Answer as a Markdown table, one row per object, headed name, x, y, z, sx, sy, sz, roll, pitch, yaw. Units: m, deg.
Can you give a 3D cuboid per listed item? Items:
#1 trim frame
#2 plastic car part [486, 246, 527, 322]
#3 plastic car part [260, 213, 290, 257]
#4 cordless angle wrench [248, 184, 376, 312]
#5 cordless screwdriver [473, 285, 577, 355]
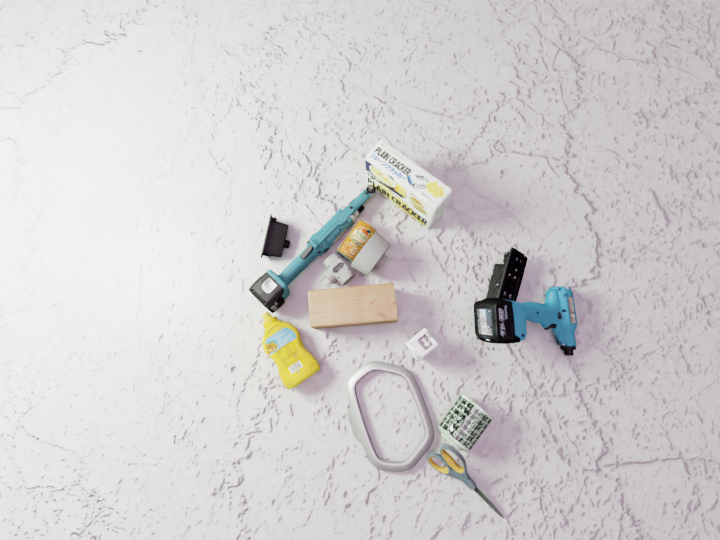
| name | x | y | z | sx | sy | sz | roll | pitch | yaw |
| --- | --- | --- | --- | --- | --- | --- | --- | --- | --- |
| trim frame | 0.064 | 0.338 | 0.993 | 0.184 | 0.027 | 0.254 | -20 | 75 | 1 |
| plastic car part | 0.336 | 0.048 | 1.010 | 0.070 | 0.063 | 0.204 | 0 | 69 | 49 |
| plastic car part | -0.222 | -0.083 | 1.128 | 0.070 | 0.066 | 0.117 | 9 | 80 | -7 |
| cordless angle wrench | -0.107 | -0.070 | 1.096 | 0.076 | 0.096 | 0.421 | 42 | 80 | 12 |
| cordless screwdriver | 0.381 | 0.125 | 0.948 | 0.242 | 0.076 | 0.160 | -5 | 86 | -19 |
